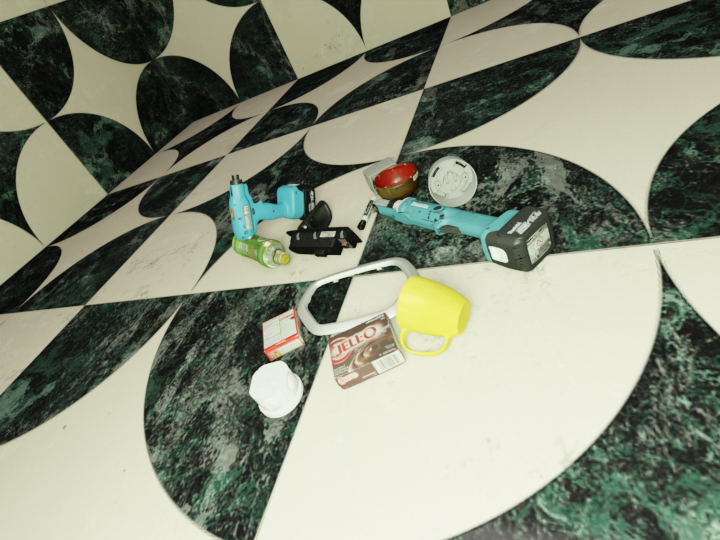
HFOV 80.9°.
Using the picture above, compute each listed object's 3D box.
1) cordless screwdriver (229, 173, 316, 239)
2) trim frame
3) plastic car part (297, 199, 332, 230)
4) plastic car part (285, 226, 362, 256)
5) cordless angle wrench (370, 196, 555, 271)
[{"bbox_3d":[-0.231,-0.185,1.100,0.078,0.156,0.240,10,24,42],"label":"cordless screwdriver"},{"bbox_3d":[-0.008,0.045,0.813,0.253,0.026,0.189,-19,37,16],"label":"trim frame"},{"bbox_3d":[-0.124,-0.124,1.094,0.073,0.063,0.117,-24,28,34],"label":"plastic car part"},{"bbox_3d":[-0.097,-0.064,0.997,0.213,0.062,0.067,7,73,39],"label":"plastic car part"},{"bbox_3d":[0.163,-0.103,0.848,0.097,0.071,0.446,-40,34,-17],"label":"cordless angle wrench"}]
